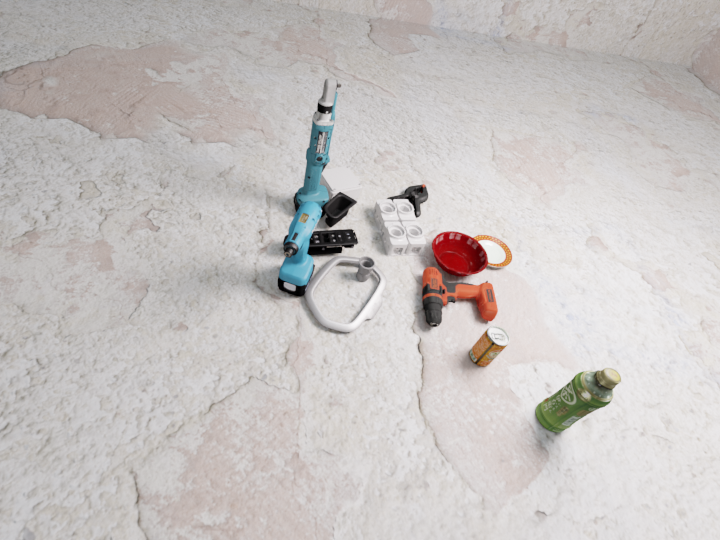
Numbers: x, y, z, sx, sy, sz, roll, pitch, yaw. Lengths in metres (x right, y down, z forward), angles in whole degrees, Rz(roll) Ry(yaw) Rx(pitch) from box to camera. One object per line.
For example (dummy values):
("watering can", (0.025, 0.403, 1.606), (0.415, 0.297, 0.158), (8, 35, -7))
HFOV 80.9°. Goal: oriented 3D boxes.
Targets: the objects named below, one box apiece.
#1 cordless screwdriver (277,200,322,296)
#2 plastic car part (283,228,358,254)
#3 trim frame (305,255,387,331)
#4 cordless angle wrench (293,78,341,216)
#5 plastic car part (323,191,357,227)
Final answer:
("cordless screwdriver", (-0.151, -0.028, 0.997), (0.075, 0.244, 0.161), (19, 48, 1))
("plastic car part", (-0.114, -0.074, 1.164), (0.199, 0.066, 0.069), (-1, 50, -12))
("trim frame", (-0.033, 0.054, 1.092), (0.189, 0.027, 0.247), (27, 50, 13))
("cordless angle wrench", (-0.114, -0.316, 1.141), (0.096, 0.415, 0.077), (-1, 51, -17))
("plastic car part", (-0.071, -0.171, 1.253), (0.068, 0.069, 0.115), (31, 51, 14))
